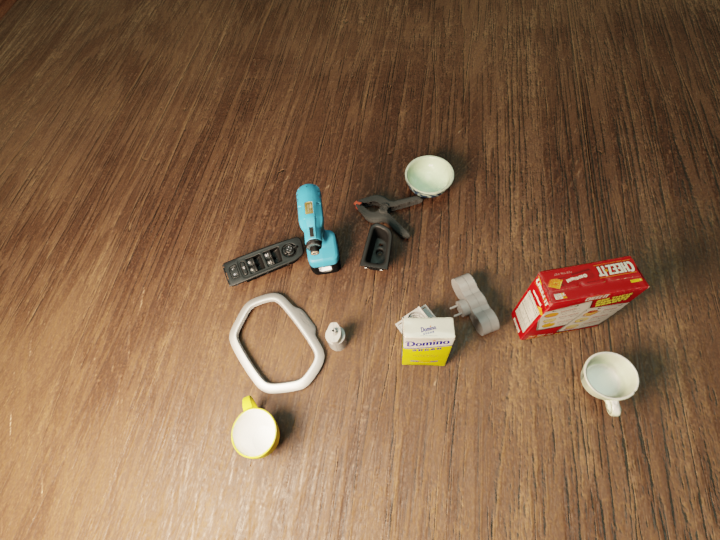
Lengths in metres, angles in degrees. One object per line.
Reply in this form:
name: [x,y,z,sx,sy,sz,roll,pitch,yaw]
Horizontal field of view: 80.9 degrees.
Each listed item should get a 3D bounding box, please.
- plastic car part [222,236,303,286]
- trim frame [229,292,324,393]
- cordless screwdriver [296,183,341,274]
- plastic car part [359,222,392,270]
plastic car part: [-0.232,-0.017,1.048,0.202,0.064,0.069,-24,62,-4]
trim frame: [-0.192,0.162,0.966,0.183,0.026,0.260,-37,62,-11]
cordless screwdriver: [-0.093,-0.061,0.947,0.075,0.240,0.164,-9,62,1]
plastic car part: [0.043,-0.046,1.013,0.067,0.068,0.118,8,64,11]
